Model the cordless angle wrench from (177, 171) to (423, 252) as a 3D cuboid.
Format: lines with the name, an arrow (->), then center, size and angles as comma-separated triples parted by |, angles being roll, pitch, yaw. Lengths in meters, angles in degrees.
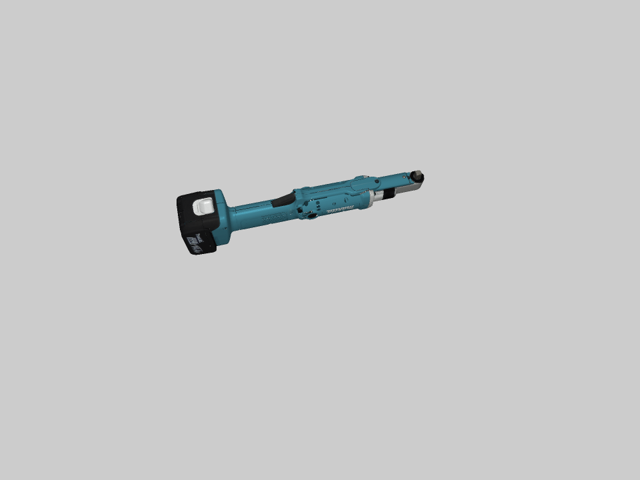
cordless angle wrench -> -0.022, -0.064, 0.730 | 0.423, 0.074, 0.098 | -12, -26, -9
